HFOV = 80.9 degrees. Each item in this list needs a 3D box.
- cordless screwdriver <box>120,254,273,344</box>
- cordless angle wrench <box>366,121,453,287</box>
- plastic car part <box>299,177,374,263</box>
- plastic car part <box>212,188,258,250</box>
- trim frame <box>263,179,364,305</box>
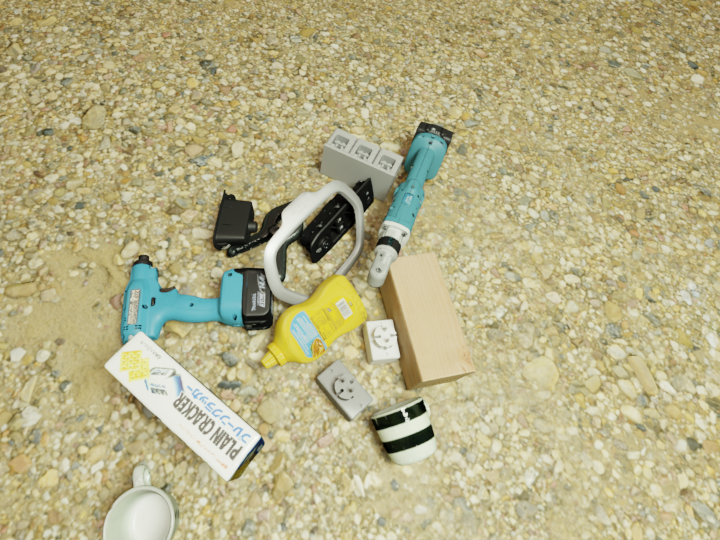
[{"bbox_3d":[-0.273,0.036,0.719,0.247,0.072,0.164,-6,62,-5],"label":"cordless screwdriver"},{"bbox_3d":[0.088,-0.132,0.776,0.075,0.096,0.425,21,50,4],"label":"cordless angle wrench"},{"bbox_3d":[-0.050,-0.103,0.818,0.070,0.064,0.202,24,61,20],"label":"plastic car part"},{"bbox_3d":[-0.223,-0.085,0.772,0.071,0.064,0.120,-3,53,-1],"label":"plastic car part"},{"bbox_3d":[-0.073,-0.047,0.742,0.029,0.175,0.246,13,53,45],"label":"trim frame"}]
